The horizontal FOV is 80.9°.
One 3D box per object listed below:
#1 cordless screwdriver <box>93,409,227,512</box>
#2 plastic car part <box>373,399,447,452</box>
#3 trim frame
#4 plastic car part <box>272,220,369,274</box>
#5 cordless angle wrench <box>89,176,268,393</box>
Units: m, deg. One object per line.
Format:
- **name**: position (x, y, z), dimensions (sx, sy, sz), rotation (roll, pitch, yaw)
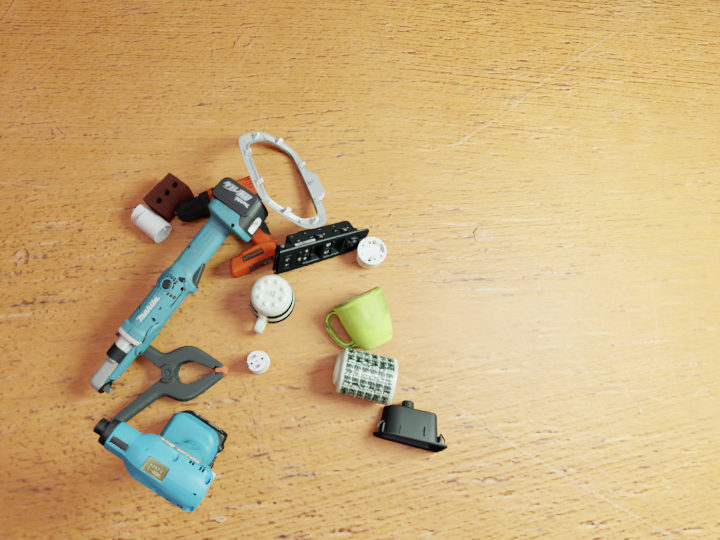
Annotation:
- **cordless screwdriver**: position (-0.279, 0.253, 0.616), dimensions (0.159, 0.249, 0.074), rotation (32, 73, -2)
- **plastic car part**: position (0.086, 0.265, 0.734), dimensions (0.118, 0.064, 0.072), rotation (15, 57, 4)
- **trim frame**: position (-0.146, -0.184, 0.826), dimensions (0.028, 0.175, 0.259), rotation (-44, 59, 30)
- **plastic car part**: position (-0.079, -0.052, 0.811), dimensions (0.197, 0.065, 0.071), rotation (-14, 48, -25)
- **cordless angle wrench**: position (-0.326, 0.028, 0.742), dimensions (0.100, 0.073, 0.422), rotation (34, 82, 11)
